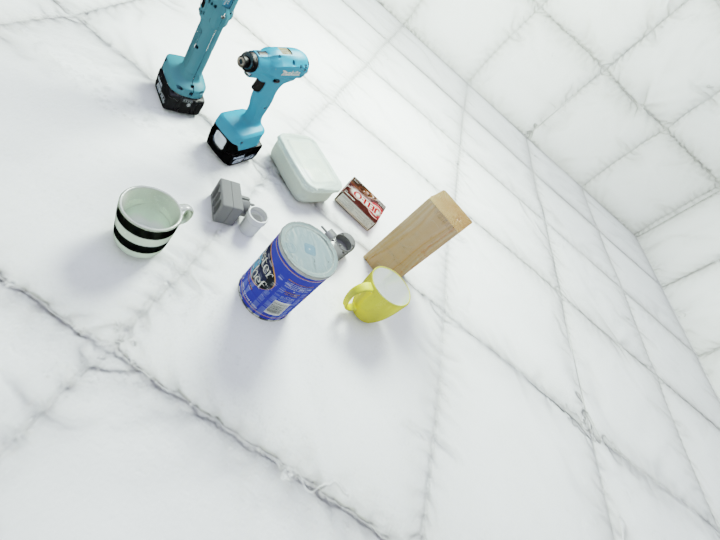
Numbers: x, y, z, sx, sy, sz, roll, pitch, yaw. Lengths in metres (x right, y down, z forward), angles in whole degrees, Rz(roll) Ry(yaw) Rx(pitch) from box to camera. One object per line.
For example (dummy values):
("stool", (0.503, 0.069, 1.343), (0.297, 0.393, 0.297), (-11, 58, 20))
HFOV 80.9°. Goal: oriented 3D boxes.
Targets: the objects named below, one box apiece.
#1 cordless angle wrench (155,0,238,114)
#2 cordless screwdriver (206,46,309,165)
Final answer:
("cordless angle wrench", (-0.253, -0.461, 0.743), (0.071, 0.428, 0.101), (-2, 61, -46))
("cordless screwdriver", (-0.209, -0.302, 0.780), (0.075, 0.252, 0.155), (51, 38, 2))
